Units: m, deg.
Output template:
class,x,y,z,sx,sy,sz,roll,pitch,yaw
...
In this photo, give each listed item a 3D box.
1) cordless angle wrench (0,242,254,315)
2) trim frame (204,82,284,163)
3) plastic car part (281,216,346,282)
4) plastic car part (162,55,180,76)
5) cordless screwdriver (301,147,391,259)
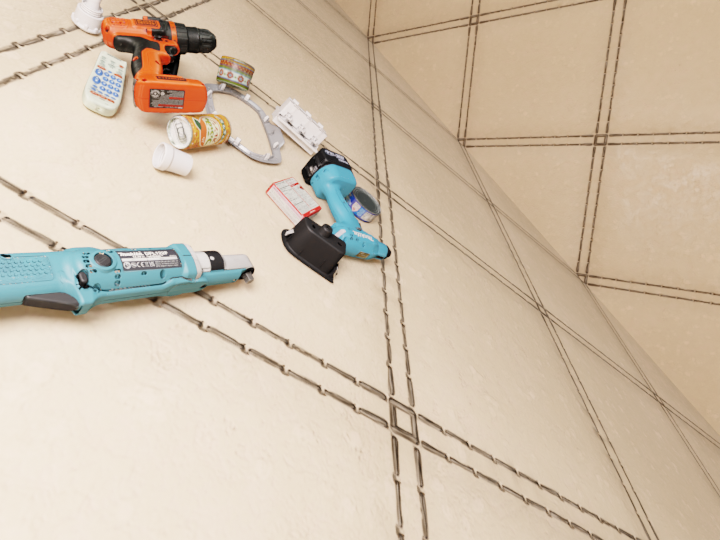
class,x,y,z,sx,sy,sz,roll,pitch,yaw
cordless angle wrench,-0.261,0.007,0.411,0.101,0.075,0.405,55,29,16
trim frame,-0.241,-0.313,0.884,0.174,0.028,0.260,16,38,-42
plastic car part,-0.070,-0.046,0.713,0.112,0.072,0.067,38,29,-20
plastic car part,-0.357,-0.364,0.767,0.064,0.066,0.212,11,43,-32
cordless screwdriver,-0.026,-0.130,0.876,0.151,0.075,0.259,14,46,-43
